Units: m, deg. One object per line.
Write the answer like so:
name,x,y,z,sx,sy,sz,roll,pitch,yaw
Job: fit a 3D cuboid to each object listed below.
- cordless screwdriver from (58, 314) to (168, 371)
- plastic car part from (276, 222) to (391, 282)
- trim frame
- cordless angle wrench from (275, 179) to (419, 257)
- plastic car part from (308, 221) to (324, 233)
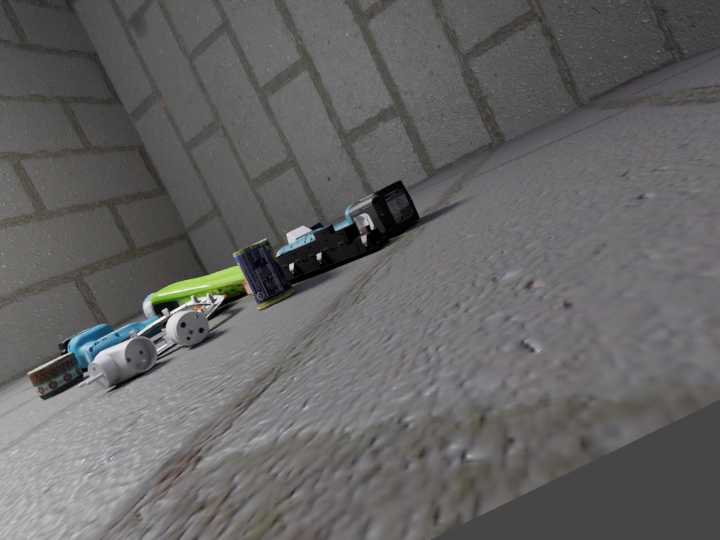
cordless screwdriver,-0.500,0.142,0.856,0.259,0.073,0.155,-13,15,42
plastic car part,-0.060,-0.028,0.656,0.208,0.066,0.066,-24,13,30
trim frame,-0.316,0.093,0.680,0.259,0.027,0.181,-5,31,50
cordless angle wrench,-0.080,-0.052,0.820,0.437,0.074,0.095,-20,9,46
plastic car part,-0.134,-0.056,1.031,0.114,0.067,0.071,-33,-6,-26
